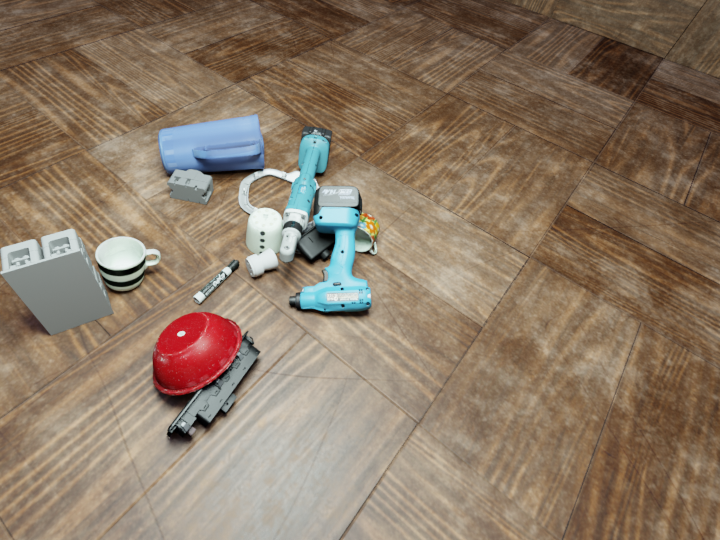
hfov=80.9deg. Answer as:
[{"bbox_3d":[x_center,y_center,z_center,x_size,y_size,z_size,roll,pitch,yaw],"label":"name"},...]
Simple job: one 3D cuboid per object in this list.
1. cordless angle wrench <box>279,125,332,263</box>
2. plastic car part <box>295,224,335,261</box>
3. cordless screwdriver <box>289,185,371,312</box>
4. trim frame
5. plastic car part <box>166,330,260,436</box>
[{"bbox_3d":[-0.126,-0.180,0.939,0.074,0.096,0.433,9,46,-3],"label":"cordless angle wrench"},{"bbox_3d":[-0.089,-0.058,0.914,0.072,0.066,0.115,43,61,6],"label":"plastic car part"},{"bbox_3d":[-0.065,-0.042,0.844,0.160,0.073,0.252,-4,77,3],"label":"cordless screwdriver"},{"bbox_3d":[-0.176,-0.175,1.015,0.256,0.027,0.184,23,51,14],"label":"trim frame"},{"bbox_3d":[-0.228,0.186,0.693,0.067,0.066,0.203,28,52,0],"label":"plastic car part"}]
